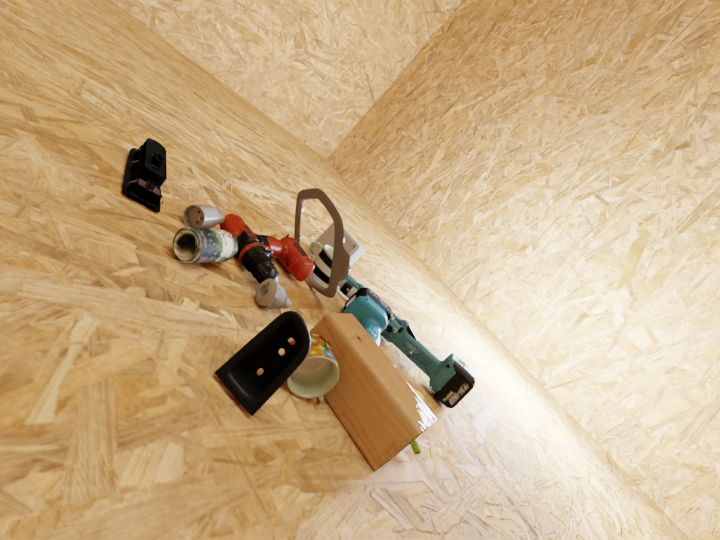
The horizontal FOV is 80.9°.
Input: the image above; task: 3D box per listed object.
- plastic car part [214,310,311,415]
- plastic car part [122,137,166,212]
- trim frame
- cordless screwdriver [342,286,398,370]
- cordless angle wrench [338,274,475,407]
[{"bbox_3d":[-0.106,0.106,0.515,0.067,0.116,0.070,45,-10,7],"label":"plastic car part"},{"bbox_3d":[-0.375,-0.184,0.748,0.063,0.067,0.214,24,19,-37],"label":"plastic car part"},{"bbox_3d":[-0.085,-0.056,0.868,0.027,0.243,0.195,-17,43,-32],"label":"trim frame"},{"bbox_3d":[-0.003,0.113,0.856,0.156,0.075,0.252,39,17,-12],"label":"cordless screwdriver"},{"bbox_3d":[0.076,0.135,1.004,0.436,0.098,0.072,42,13,16],"label":"cordless angle wrench"}]
